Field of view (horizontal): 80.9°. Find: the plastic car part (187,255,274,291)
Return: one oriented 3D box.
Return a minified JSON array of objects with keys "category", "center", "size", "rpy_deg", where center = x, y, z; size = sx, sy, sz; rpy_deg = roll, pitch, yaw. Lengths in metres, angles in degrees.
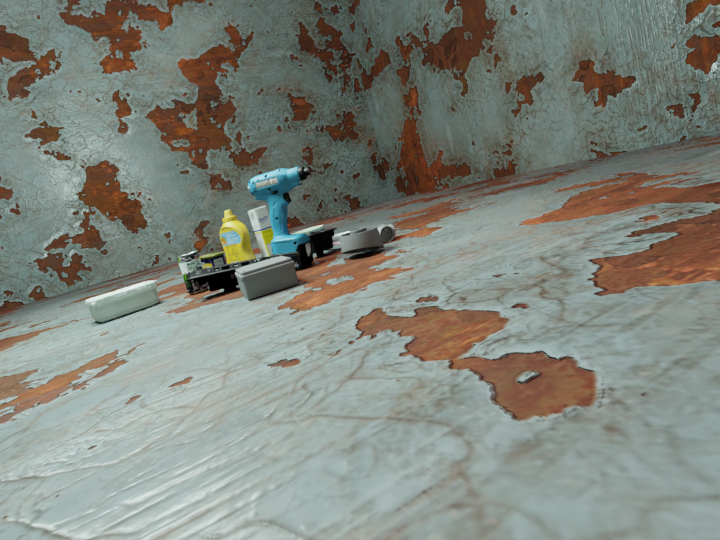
[{"category":"plastic car part","center":[-0.292,0.010,0.985],"size":[0.200,0.066,0.068],"rpy_deg":[-17,8,-12]}]

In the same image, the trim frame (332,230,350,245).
[{"category":"trim frame","center":[-0.045,-0.099,1.322],"size":[0.180,0.027,0.257],"rpy_deg":[-19,11,-20]}]

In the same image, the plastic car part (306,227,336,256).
[{"category":"plastic car part","center":[-0.115,-0.075,1.176],"size":[0.068,0.070,0.113],"rpy_deg":[-10,10,31]}]

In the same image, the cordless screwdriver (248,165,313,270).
[{"category":"cordless screwdriver","center":[-0.171,-0.126,1.035],"size":[0.163,0.246,0.073],"rpy_deg":[-12,6,19]}]
